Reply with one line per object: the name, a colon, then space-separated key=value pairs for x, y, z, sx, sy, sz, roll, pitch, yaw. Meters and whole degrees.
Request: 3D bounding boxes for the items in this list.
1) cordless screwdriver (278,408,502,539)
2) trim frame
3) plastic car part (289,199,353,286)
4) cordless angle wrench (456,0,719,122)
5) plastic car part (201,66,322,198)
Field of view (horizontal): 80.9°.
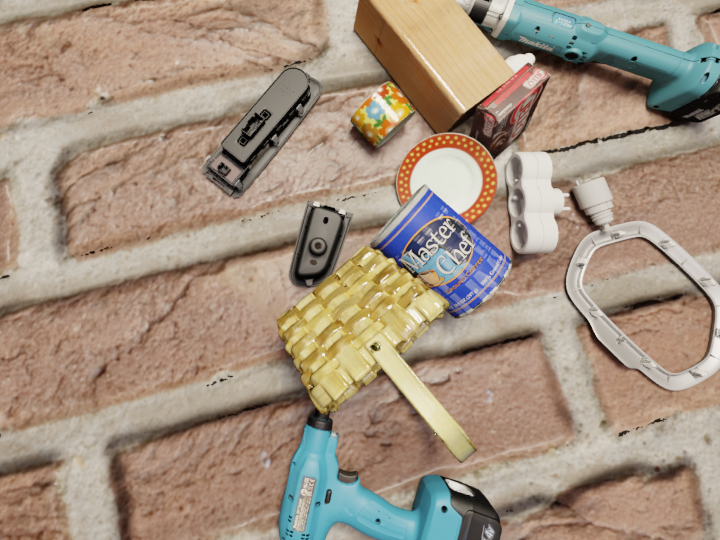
cordless screwdriver: x=0.034 y=0.269 z=0.513 sx=0.250 sy=0.073 sz=0.160 roll=12 pitch=83 yaw=3
trim frame: x=0.397 y=0.045 z=0.576 sx=0.184 sy=0.027 sz=0.249 roll=-44 pitch=89 yaw=-5
plastic car part: x=-0.053 y=-0.035 z=0.545 sx=0.066 sy=0.071 sz=0.117 roll=16 pitch=81 yaw=-2
cordless angle wrench: x=0.300 y=-0.318 z=0.584 sx=0.426 sy=0.097 sz=0.074 roll=21 pitch=87 yaw=3
plastic car part: x=-0.131 y=-0.199 z=0.568 sx=0.067 sy=0.066 sz=0.202 roll=37 pitch=81 yaw=6
